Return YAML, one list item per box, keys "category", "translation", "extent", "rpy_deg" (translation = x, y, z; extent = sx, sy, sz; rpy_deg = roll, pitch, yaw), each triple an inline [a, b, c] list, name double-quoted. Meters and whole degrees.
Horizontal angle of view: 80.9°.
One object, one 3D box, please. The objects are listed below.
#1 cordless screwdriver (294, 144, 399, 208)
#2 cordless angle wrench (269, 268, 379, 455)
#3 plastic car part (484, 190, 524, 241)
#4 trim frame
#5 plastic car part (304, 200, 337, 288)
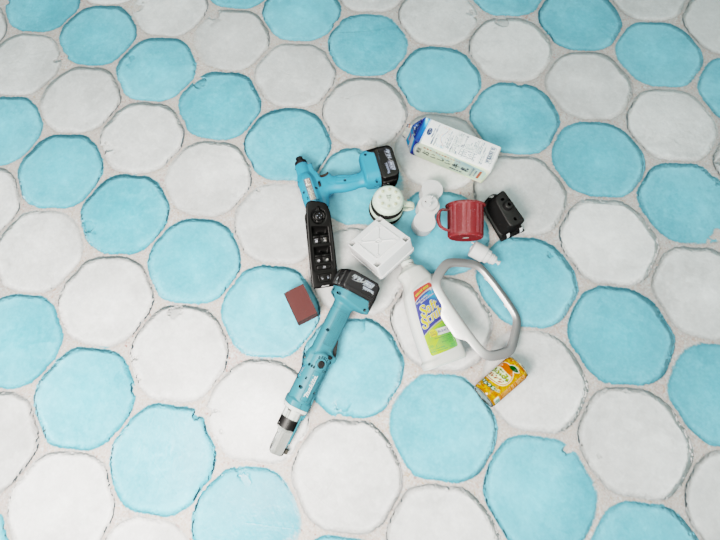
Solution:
- category: "cordless screwdriver"
  translation: [-0.038, -0.248, 1.061]
  extent: [0.249, 0.072, 0.163]
  rpy_deg: [-19, 74, 0]
- category: "cordless angle wrench"
  translation: [-0.092, 0.199, 0.927]
  extent: [0.095, 0.077, 0.424]
  rpy_deg: [30, 80, -19]
- category: "plastic car part"
  translation: [0.348, -0.140, 1.015]
  extent: [0.065, 0.070, 0.119]
  rpy_deg: [-24, 78, -8]
- category: "trim frame"
  translation: [0.260, 0.081, 0.947]
  extent: [0.180, 0.028, 0.253]
  rpy_deg: [-28, 78, -29]
- category: "plastic car part"
  translation: [-0.098, -0.064, 0.997]
  extent: [0.065, 0.069, 0.202]
  rpy_deg: [-6, 95, -16]
